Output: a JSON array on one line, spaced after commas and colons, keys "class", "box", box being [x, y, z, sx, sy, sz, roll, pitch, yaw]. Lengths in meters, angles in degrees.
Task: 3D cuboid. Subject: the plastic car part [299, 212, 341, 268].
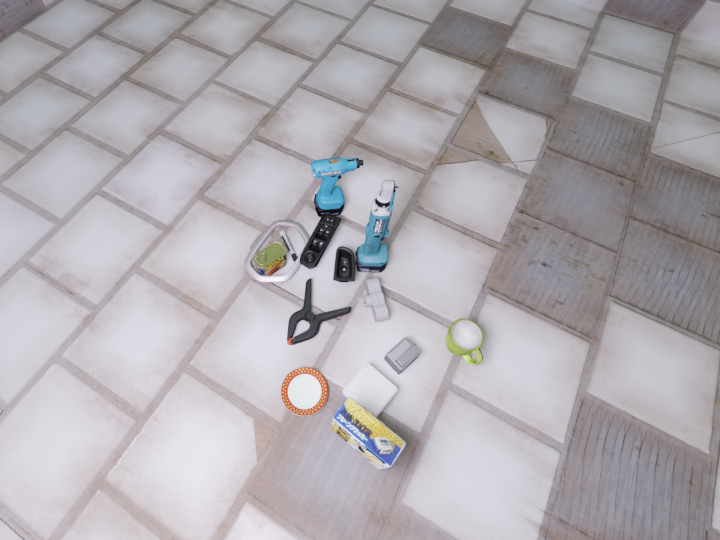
[{"class": "plastic car part", "box": [-0.134, -0.087, 1.366, 0.068, 0.065, 0.204, 22, 64, 9]}]

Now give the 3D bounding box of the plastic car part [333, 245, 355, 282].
[{"class": "plastic car part", "box": [-0.051, -0.009, 1.321, 0.066, 0.069, 0.119, 3, 62, -1]}]

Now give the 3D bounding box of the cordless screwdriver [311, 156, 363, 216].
[{"class": "cordless screwdriver", "box": [-0.077, -0.274, 1.367, 0.158, 0.243, 0.077, -8, 64, -8]}]

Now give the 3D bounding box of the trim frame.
[{"class": "trim frame", "box": [-0.269, -0.064, 1.376, 0.189, 0.027, 0.249, 24, 64, 12]}]

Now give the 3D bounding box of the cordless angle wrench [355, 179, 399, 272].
[{"class": "cordless angle wrench", "box": [0.048, -0.117, 1.185, 0.098, 0.413, 0.076, 3, 63, -3]}]
